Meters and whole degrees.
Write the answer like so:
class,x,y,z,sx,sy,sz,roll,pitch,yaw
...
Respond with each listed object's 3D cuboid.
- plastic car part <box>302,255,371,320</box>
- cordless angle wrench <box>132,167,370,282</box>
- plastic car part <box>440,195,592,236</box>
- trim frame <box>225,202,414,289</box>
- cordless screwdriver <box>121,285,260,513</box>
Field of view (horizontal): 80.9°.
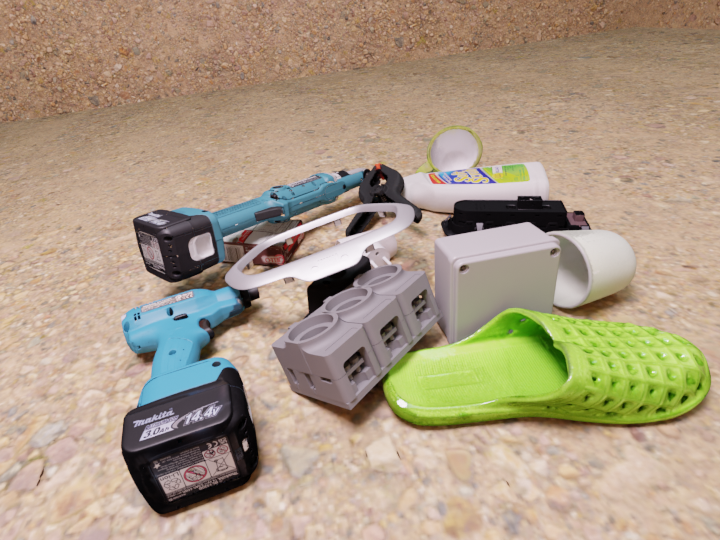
class,x,y,z,sx,sy,sz,roll,pitch,yaw
plastic car part,-0.023,0.018,0.508,0.069,0.069,0.114,14,35,32
cordless angle wrench,-0.123,-0.101,0.649,0.103,0.072,0.411,14,32,38
plastic car part,0.220,-0.073,0.607,0.209,0.064,0.067,0,39,17
trim frame,-0.052,-0.034,0.528,0.247,0.027,0.190,-20,21,-4
cordless screwdriver,-0.155,0.090,0.425,0.156,0.072,0.262,-19,30,-18
